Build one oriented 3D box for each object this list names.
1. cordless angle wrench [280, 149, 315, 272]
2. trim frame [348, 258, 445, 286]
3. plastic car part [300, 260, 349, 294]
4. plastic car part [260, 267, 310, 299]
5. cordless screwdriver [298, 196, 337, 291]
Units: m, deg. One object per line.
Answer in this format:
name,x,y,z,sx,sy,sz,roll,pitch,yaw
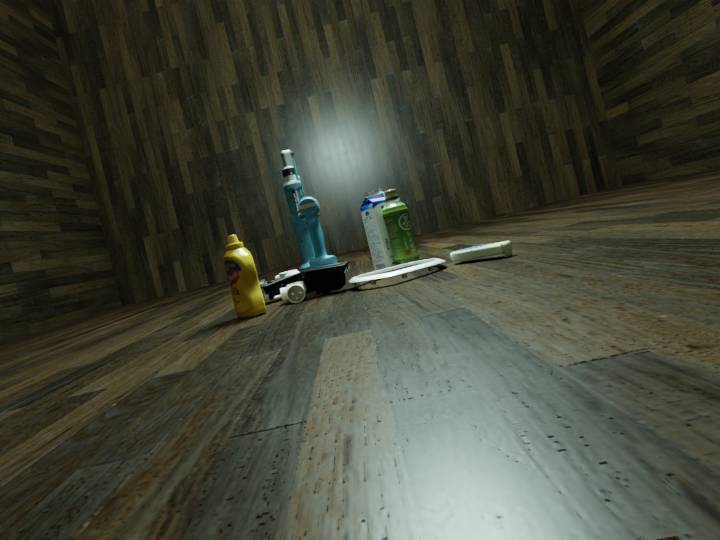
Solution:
cordless angle wrench,-0.181,-0.158,1.282,0.095,0.422,0.076,-14,0,-20
trim frame,0.089,0.004,1.014,0.241,0.027,0.191,-16,6,-28
plastic car part,-0.081,0.021,1.034,0.119,0.071,0.065,-13,3,14
plastic car part,-0.183,0.035,1.175,0.197,0.067,0.068,-16,3,-27
cordless screwdriver,-0.111,-0.073,1.139,0.074,0.248,0.159,-14,2,0
